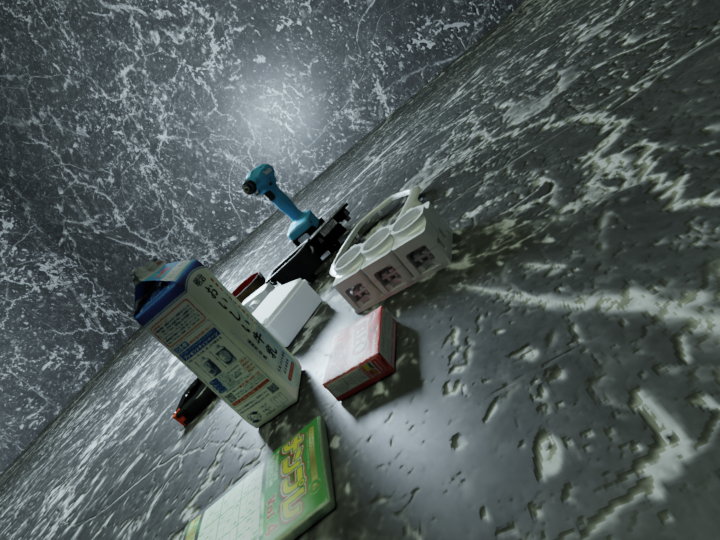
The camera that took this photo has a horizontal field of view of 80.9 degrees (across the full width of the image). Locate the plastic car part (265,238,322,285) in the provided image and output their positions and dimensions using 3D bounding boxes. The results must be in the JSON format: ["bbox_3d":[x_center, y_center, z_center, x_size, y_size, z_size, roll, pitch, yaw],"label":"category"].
[{"bbox_3d":[-0.125,-0.001,0.855,0.118,0.069,0.067,-37,15,16],"label":"plastic car part"}]

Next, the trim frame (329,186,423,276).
[{"bbox_3d":[0.030,-0.069,0.758,0.189,0.027,0.248,-26,24,42],"label":"trim frame"}]

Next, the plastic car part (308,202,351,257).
[{"bbox_3d":[-0.090,-0.059,0.924,0.203,0.065,0.068,-42,15,-2],"label":"plastic car part"}]

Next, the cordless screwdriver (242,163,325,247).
[{"bbox_3d":[-0.181,-0.142,1.016,0.075,0.243,0.161,-37,14,20],"label":"cordless screwdriver"}]
